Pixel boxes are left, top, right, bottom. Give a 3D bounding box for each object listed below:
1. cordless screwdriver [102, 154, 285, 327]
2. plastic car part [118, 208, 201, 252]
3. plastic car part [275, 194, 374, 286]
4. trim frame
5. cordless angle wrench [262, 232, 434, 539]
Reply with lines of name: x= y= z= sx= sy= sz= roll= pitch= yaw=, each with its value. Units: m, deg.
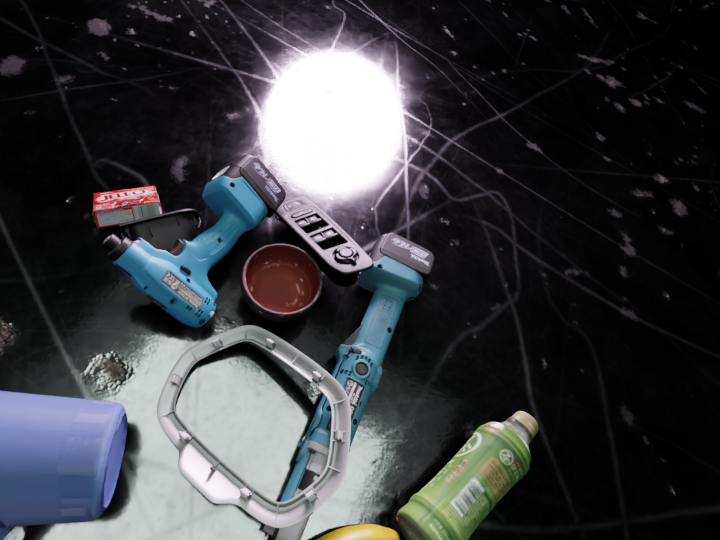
cordless screwdriver: x=-0.218 y=-0.065 z=0.586 sx=0.152 sy=0.077 sz=0.250 roll=46 pitch=53 yaw=-29
plastic car part: x=-0.279 y=-0.042 z=0.612 sx=0.113 sy=0.067 sz=0.072 roll=-17 pitch=81 yaw=-29
plastic car part: x=-0.063 y=-0.041 z=0.642 sx=0.064 sy=0.065 sz=0.215 roll=-17 pitch=40 yaw=-33
trim frame: x=-0.126 y=0.168 z=0.495 sx=0.258 sy=0.026 sz=0.183 roll=30 pitch=66 yaw=20
cordless angle wrench: x=-0.007 y=0.135 z=0.559 sx=0.098 sy=0.074 sz=0.425 roll=25 pitch=58 yaw=0
